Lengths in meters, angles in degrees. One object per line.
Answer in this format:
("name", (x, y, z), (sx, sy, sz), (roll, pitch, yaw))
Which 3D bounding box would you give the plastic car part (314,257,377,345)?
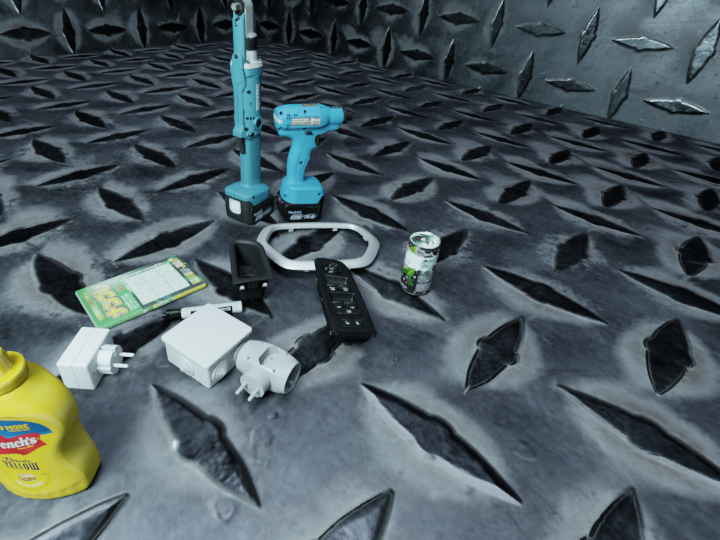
("plastic car part", (-0.034, 0.049, 0.672), (0.065, 0.065, 0.212), (-3, 36, -14))

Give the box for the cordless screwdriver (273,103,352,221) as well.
("cordless screwdriver", (-0.103, -0.227, 0.898), (0.155, 0.242, 0.078), (-7, 37, -19))

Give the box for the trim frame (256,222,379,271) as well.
("trim frame", (-0.082, -0.054, 0.843), (0.244, 0.027, 0.192), (-5, 37, -13))

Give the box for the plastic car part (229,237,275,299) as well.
("plastic car part", (-0.188, 0.004, 0.714), (0.064, 0.069, 0.122), (-7, 37, -18))

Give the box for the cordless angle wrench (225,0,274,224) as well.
("cordless angle wrench", (-0.222, -0.293, 0.830), (0.077, 0.412, 0.096), (22, 37, 19))
